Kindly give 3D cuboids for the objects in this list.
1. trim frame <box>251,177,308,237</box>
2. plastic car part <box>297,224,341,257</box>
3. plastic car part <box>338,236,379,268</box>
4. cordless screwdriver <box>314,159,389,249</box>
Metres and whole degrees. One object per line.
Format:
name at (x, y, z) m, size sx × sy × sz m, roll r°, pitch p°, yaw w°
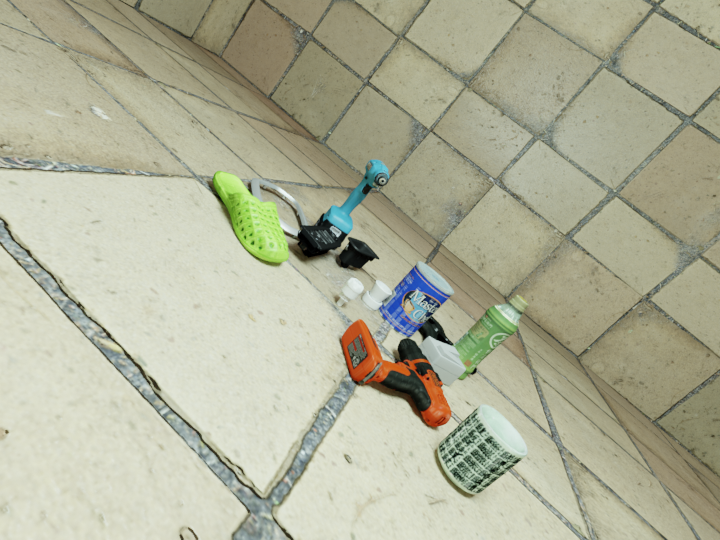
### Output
trim frame at (-0.195, -0.155, 1.053) m, size 0.175 × 0.027 × 0.260 m, roll 29°, pitch 19°, yaw -31°
plastic car part at (-0.093, -0.061, 0.952) m, size 0.067 × 0.067 × 0.198 m, roll 42°, pitch 17°, yaw 6°
plastic car part at (-0.016, -0.036, 1.044) m, size 0.069 × 0.071 × 0.111 m, roll 48°, pitch 19°, yaw 26°
cordless screwdriver at (-0.018, -0.164, 1.061) m, size 0.072 × 0.249 × 0.163 m, roll 35°, pitch 17°, yaw -17°
